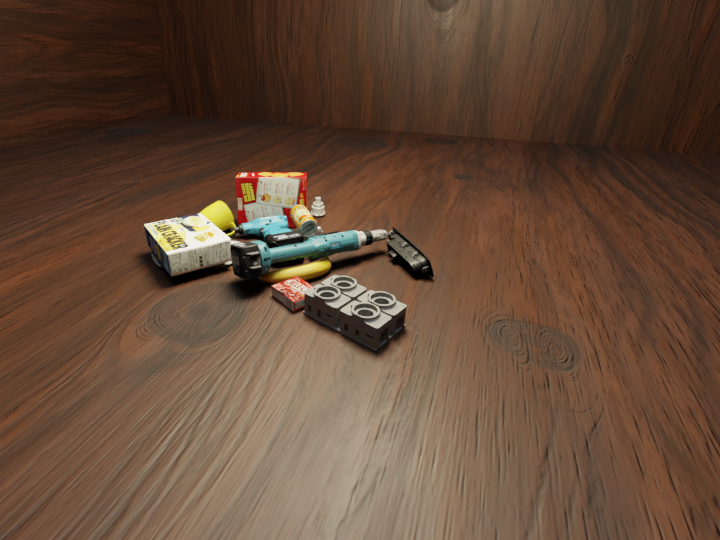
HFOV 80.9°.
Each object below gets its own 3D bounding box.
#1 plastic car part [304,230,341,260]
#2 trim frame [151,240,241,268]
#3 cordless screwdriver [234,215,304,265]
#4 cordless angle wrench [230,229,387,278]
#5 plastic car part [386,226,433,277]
[{"bbox_3d":[-0.113,-0.074,1.160,0.112,0.065,0.075,-19,19,-40],"label":"plastic car part"},{"bbox_3d":[-0.433,-0.051,1.136,0.248,0.027,0.189,-3,27,-2],"label":"trim frame"},{"bbox_3d":[-0.254,-0.092,1.171,0.155,0.072,0.261,-10,26,-20],"label":"cordless screwdriver"},{"bbox_3d":[-0.106,-0.059,1.051,0.409,0.073,0.103,-13,13,-28],"label":"cordless angle wrench"},{"bbox_3d":[0.117,-0.043,1.092,0.066,0.064,0.214,-19,33,-18],"label":"plastic car part"}]
